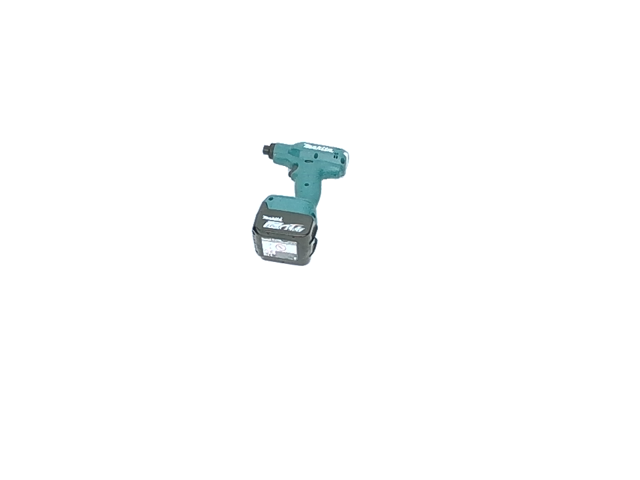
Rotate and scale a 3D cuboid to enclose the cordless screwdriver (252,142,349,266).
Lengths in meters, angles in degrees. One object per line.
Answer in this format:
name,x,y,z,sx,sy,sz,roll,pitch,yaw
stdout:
cordless screwdriver,-0.053,-0.080,0.719,0.159,0.247,0.074,11,-39,9
